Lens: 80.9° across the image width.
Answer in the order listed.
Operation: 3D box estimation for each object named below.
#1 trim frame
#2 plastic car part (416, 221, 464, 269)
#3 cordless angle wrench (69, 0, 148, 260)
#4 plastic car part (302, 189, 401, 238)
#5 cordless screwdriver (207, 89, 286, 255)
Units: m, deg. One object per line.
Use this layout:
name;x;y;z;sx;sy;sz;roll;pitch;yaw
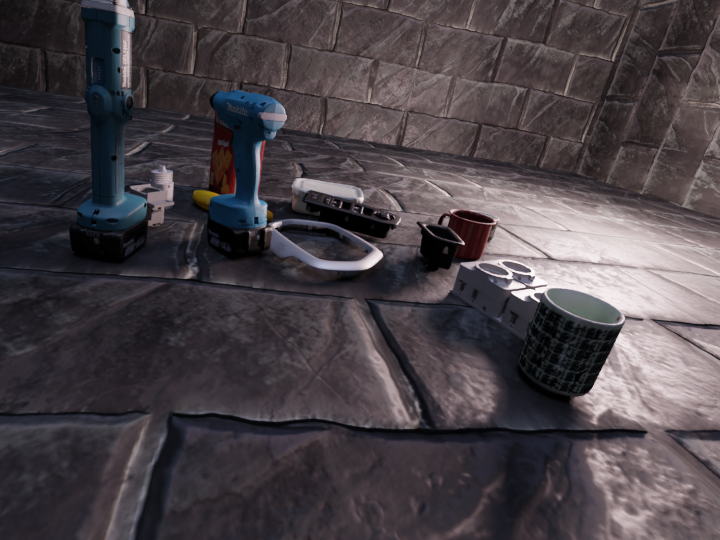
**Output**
trim frame;-0.074;-0.048;0.752;0.176;0.027;0.263;-8;28;-36
plastic car part;0.138;-0.039;0.763;0.065;0.070;0.119;8;22;-7
cordless angle wrench;-0.327;-0.222;0.552;0.074;0.417;0.099;11;21;-3
plastic car part;-0.020;-0.109;0.868;0.205;0.066;0.067;12;22;4
cordless screwdriver;-0.199;-0.157;0.676;0.168;0.245;0.071;28;26;36
